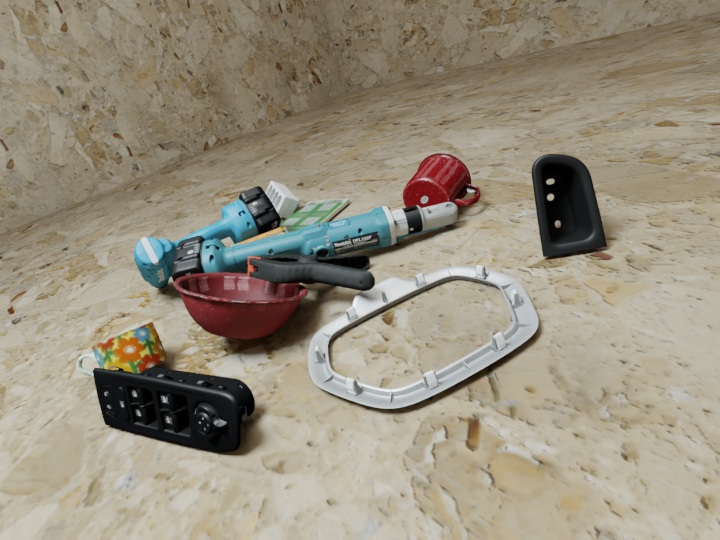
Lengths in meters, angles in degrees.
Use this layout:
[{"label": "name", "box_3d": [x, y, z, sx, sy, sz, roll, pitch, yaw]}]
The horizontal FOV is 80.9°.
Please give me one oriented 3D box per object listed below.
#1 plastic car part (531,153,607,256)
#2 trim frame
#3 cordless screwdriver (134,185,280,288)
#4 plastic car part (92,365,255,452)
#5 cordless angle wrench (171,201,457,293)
[{"label": "plastic car part", "box_3d": [0.240, -0.081, 0.511, 0.067, 0.116, 0.069, -11, 1, 14]}, {"label": "trim frame", "box_3d": [0.059, 0.055, 0.446, 0.245, 0.026, 0.193, -27, 27, -12]}, {"label": "cordless screwdriver", "box_3d": [-0.268, -0.048, 0.751, 0.244, 0.076, 0.159, -29, -9, -25]}, {"label": "plastic car part", "box_3d": [-0.184, 0.132, 0.425, 0.212, 0.066, 0.064, -1, 4, 33]}, {"label": "cordless angle wrench", "box_3d": [-0.062, -0.040, 0.632, 0.423, 0.094, 0.077, -14, 43, 1]}]
